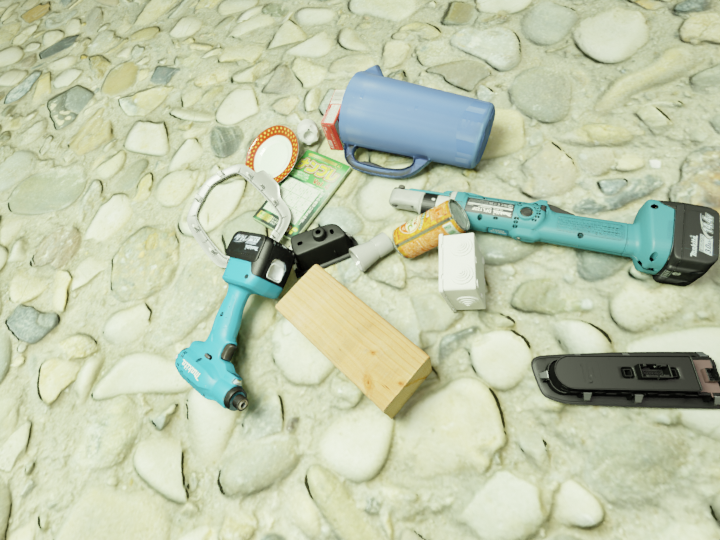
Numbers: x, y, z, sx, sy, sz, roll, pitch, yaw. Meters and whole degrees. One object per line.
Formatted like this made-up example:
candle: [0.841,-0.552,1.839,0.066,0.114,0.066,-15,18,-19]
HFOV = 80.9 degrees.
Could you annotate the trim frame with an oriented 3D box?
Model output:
trim frame: [-0.233,-0.110,0.790,0.184,0.026,0.262,-42,56,-4]

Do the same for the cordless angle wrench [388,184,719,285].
cordless angle wrench: [0.246,-0.075,0.627,0.440,0.071,0.098,13,68,23]

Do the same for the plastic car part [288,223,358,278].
plastic car part: [-0.068,-0.045,0.697,0.117,0.068,0.068,-21,63,7]

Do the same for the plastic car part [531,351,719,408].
plastic car part: [0.320,0.129,0.508,0.208,0.064,0.067,-4,70,16]

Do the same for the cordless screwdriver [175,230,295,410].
cordless screwdriver: [-0.176,0.070,0.632,0.168,0.070,0.249,16,79,42]
